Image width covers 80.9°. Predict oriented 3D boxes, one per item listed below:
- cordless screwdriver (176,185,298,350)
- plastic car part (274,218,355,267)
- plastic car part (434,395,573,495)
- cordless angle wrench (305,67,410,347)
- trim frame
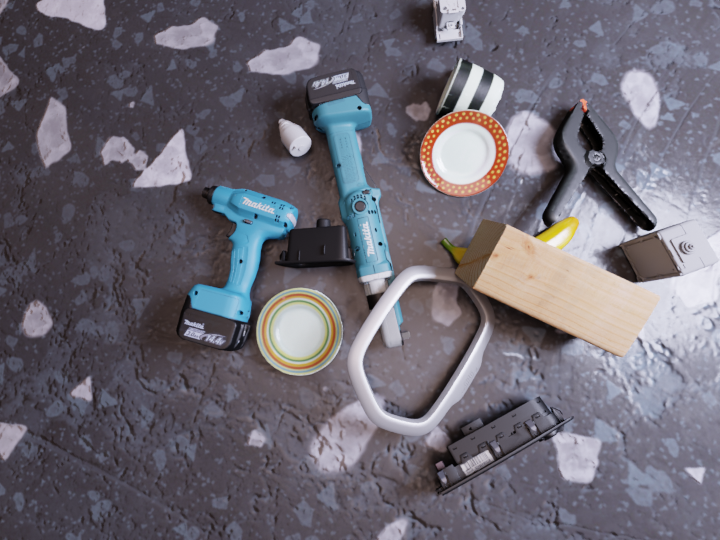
[{"bbox_3d":[-0.211,-0.011,0.657,0.162,0.072,0.250,18,79,9],"label":"cordless screwdriver"},{"bbox_3d":[-0.061,-0.040,0.624,0.121,0.063,0.071,-6,82,25],"label":"plastic car part"},{"bbox_3d":[0.184,0.232,0.573,0.203,0.063,0.070,-26,55,3],"label":"plastic car part"},{"bbox_3d":[0.001,-0.095,0.648,0.098,0.073,0.428,-13,81,2],"label":"cordless angle wrench"},{"bbox_3d":[0.089,0.108,0.594,0.182,0.028,0.248,35,77,-5],"label":"trim frame"}]
